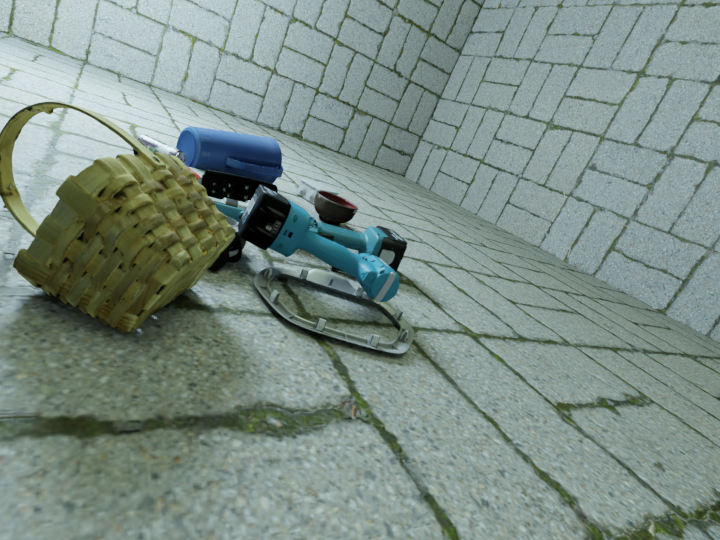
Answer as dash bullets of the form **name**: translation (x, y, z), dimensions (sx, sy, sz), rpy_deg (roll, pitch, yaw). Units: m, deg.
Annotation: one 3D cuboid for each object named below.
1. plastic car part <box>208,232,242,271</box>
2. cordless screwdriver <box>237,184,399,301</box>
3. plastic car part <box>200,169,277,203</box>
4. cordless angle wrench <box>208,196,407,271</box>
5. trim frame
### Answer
- **plastic car part**: translation (-0.228, -0.039, 0.583), dimensions (0.118, 0.065, 0.071), rpy_deg (28, 33, 4)
- **cordless screwdriver**: translation (-0.064, -0.042, 0.660), dimensions (0.242, 0.074, 0.164), rpy_deg (28, 8, -15)
- **plastic car part**: translation (-0.263, -0.167, 0.906), dimensions (0.070, 0.066, 0.193), rpy_deg (4, 4, 40)
- **cordless angle wrench**: translation (-0.113, -0.081, 0.816), dimensions (0.408, 0.074, 0.102), rpy_deg (13, 20, -21)
- **trim frame**: translation (-0.033, 0.048, 0.604), dimensions (0.243, 0.027, 0.190), rpy_deg (16, 18, -14)
